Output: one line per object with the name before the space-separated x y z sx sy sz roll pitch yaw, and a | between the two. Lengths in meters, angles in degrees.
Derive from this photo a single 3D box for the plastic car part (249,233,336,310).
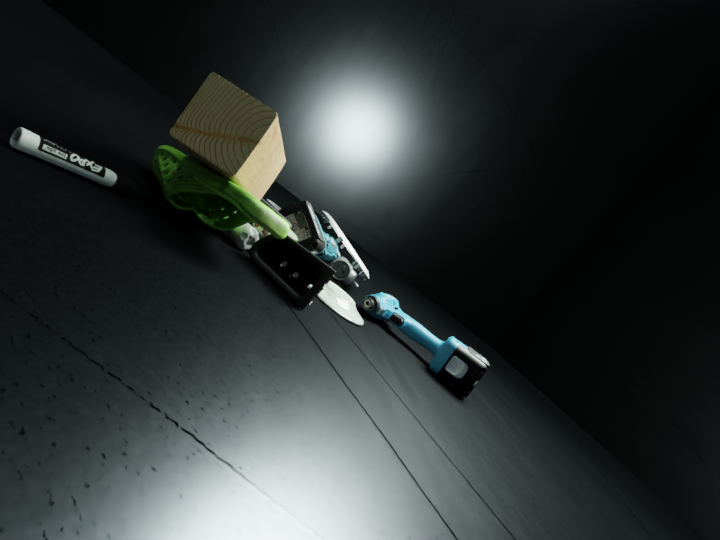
plastic car part | -0.093 0.001 0.587 0.122 0.066 0.068 37 -10 23

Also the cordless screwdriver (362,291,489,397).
cordless screwdriver | 0.113 0.126 0.798 0.260 0.074 0.152 37 5 23

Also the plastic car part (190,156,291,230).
plastic car part | -0.211 -0.109 0.713 0.197 0.066 0.069 36 -20 -15

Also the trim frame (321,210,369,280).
trim frame | -0.038 -0.059 0.987 0.179 0.027 0.255 55 -2 -16

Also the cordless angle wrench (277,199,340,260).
cordless angle wrench | -0.094 -0.061 0.957 0.413 0.075 0.099 35 34 -82
